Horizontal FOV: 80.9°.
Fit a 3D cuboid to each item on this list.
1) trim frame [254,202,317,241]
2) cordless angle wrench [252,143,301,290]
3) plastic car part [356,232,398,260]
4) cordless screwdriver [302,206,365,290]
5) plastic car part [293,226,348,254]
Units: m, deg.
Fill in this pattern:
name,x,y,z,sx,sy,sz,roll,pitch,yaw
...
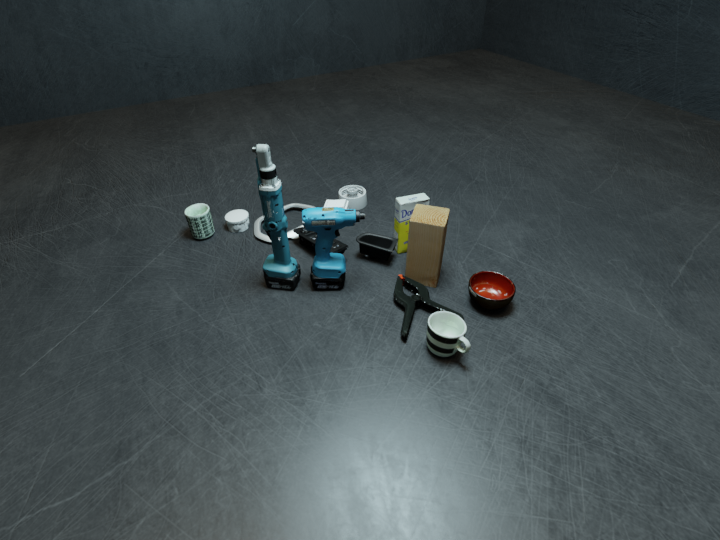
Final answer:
name,x,y,z,sx,sy,sz,roll,pitch,yaw
trim frame,-0.251,-0.166,1.451,0.243,0.026,0.195,-29,45,-27
cordless angle wrench,-0.223,-0.129,1.099,0.100,0.409,0.075,6,39,9
plastic car part,0.046,-0.065,1.265,0.121,0.068,0.066,13,41,20
cordless screwdriver,-0.068,-0.061,1.134,0.160,0.240,0.076,0,38,2
plastic car part,-0.128,-0.084,1.307,0.065,0.065,0.215,-31,46,-31
